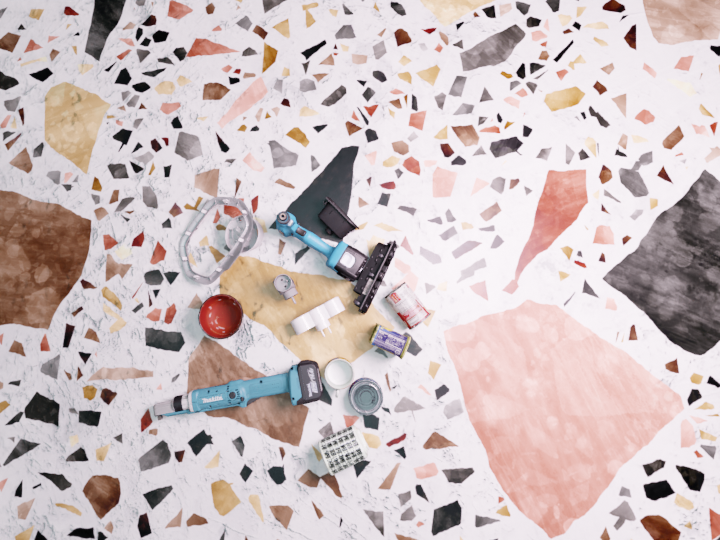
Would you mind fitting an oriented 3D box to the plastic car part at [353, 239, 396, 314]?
[{"bbox_3d":[0.033,0.009,1.086,0.070,0.063,0.203,27,84,29],"label":"plastic car part"}]

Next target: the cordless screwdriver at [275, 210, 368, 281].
[{"bbox_3d":[-0.103,-0.067,1.051,0.251,0.158,0.074,32,83,3],"label":"cordless screwdriver"}]

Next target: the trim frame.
[{"bbox_3d":[-0.379,-0.081,1.097,0.191,0.026,0.248,41,95,20],"label":"trim frame"}]

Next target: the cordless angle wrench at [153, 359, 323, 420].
[{"bbox_3d":[-0.307,0.305,1.044,0.424,0.073,0.099,-11,82,3],"label":"cordless angle wrench"}]

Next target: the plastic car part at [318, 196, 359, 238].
[{"bbox_3d":[-0.067,-0.130,1.113,0.071,0.065,0.117,-41,86,10],"label":"plastic car part"}]
